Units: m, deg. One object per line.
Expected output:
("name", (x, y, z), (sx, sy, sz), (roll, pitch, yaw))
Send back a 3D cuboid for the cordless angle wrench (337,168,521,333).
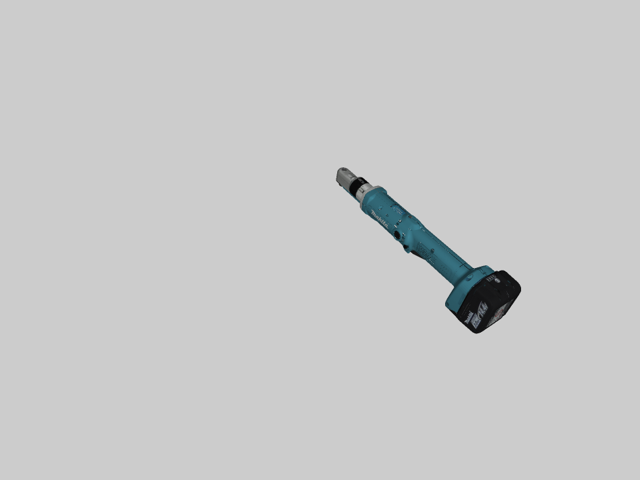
("cordless angle wrench", (0.161, -0.015, 0.779), (0.074, 0.098, 0.422), (-23, 52, -27))
